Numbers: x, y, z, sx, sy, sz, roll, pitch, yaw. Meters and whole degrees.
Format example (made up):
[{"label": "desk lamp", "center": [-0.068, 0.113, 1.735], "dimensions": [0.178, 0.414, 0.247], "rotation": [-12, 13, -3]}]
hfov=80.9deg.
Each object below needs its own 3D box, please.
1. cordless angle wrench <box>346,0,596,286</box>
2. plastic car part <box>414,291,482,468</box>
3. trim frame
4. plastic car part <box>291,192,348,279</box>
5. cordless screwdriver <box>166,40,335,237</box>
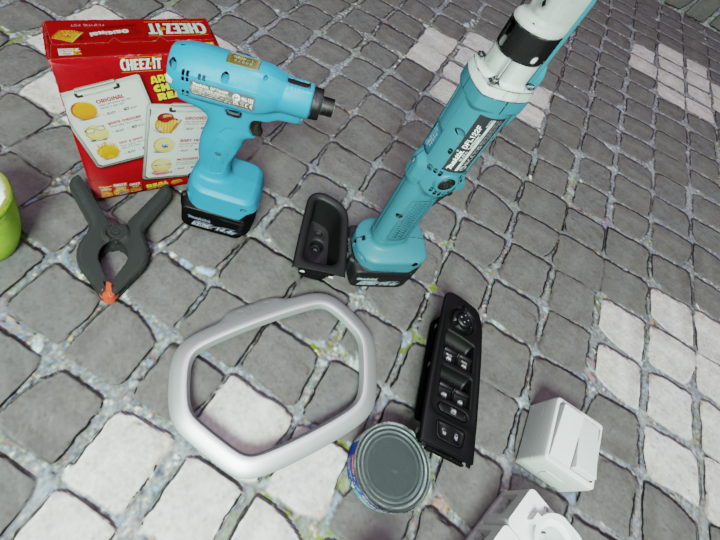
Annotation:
[{"label": "cordless angle wrench", "center": [0.082, -0.107, 0.431], "dimensions": [0.095, 0.421, 0.077], "rotation": [4, 61, -19]}, {"label": "plastic car part", "center": [0.105, 0.122, 0.508], "dimensions": [0.066, 0.067, 0.205], "rotation": [23, 56, -4]}, {"label": "trim frame", "center": [-0.090, 0.114, 0.482], "dimensions": [0.242, 0.027, 0.191], "rotation": [-20, 66, -26]}, {"label": "plastic car part", "center": [-0.055, -0.036, 0.559], "dimensions": [0.065, 0.070, 0.119], "rotation": [12, 57, -11]}, {"label": "cordless screwdriver", "center": [-0.133, -0.132, 0.490], "dimensions": [0.156, 0.247, 0.076], "rotation": [14, 58, -11]}]
